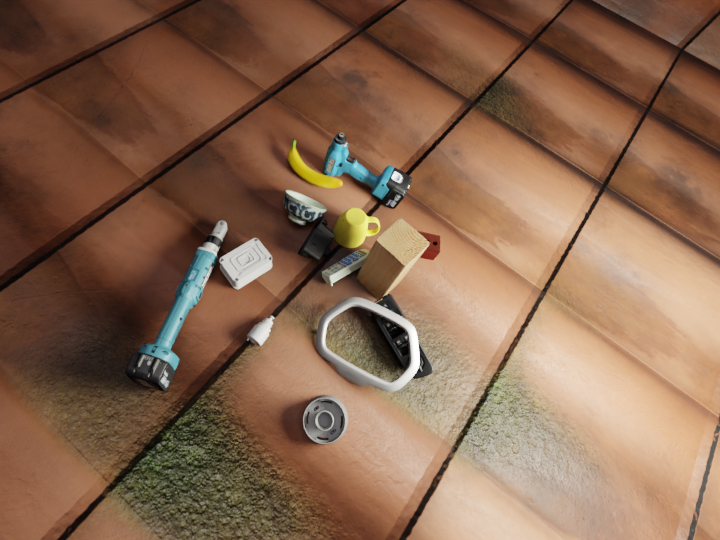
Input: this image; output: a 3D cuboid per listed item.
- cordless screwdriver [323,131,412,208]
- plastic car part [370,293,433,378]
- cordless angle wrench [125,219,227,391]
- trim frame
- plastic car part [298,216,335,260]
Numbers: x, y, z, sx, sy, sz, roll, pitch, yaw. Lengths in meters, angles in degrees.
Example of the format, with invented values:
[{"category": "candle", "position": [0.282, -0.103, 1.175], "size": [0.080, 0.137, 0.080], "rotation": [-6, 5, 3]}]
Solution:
[{"category": "cordless screwdriver", "position": [0.020, -0.280, 1.169], "size": [0.250, 0.158, 0.074], "rotation": [28, 62, 2]}, {"category": "plastic car part", "position": [0.097, 0.160, 1.000], "size": [0.066, 0.064, 0.211], "rotation": [-31, 67, 1]}, {"category": "cordless angle wrench", "position": [-0.394, 0.052, 0.971], "size": [0.074, 0.096, 0.429], "rotation": [14, 58, -1]}, {"category": "trim frame", "position": [0.015, 0.168, 0.973], "size": [0.256, 0.027, 0.184], "rotation": [24, 78, 16]}, {"category": "plastic car part", "position": [-0.107, -0.070, 1.099], "size": [0.070, 0.067, 0.117], "rotation": [31, 64, -11]}]
